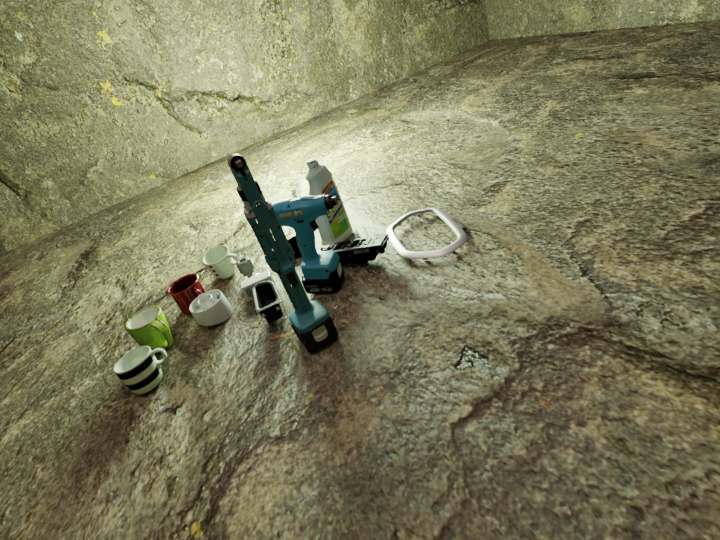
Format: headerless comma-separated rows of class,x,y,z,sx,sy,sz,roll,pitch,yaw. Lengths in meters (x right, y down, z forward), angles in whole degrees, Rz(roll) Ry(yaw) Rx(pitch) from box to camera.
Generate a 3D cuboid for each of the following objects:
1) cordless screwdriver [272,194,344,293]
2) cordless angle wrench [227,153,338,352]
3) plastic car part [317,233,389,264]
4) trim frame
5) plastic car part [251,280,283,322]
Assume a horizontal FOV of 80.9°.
cordless screwdriver,-0.097,-0.063,0.988,0.164,0.239,0.075,-7,31,23
cordless angle wrench,-0.153,-0.026,0.805,0.073,0.406,0.103,-29,30,-16
plastic car part,-0.022,-0.048,1.086,0.211,0.064,0.066,-3,34,28
trim frame,0.167,-0.097,1.079,0.184,0.026,0.259,-22,31,0
plastic car part,-0.216,0.080,1.008,0.065,0.068,0.122,-25,31,-7
